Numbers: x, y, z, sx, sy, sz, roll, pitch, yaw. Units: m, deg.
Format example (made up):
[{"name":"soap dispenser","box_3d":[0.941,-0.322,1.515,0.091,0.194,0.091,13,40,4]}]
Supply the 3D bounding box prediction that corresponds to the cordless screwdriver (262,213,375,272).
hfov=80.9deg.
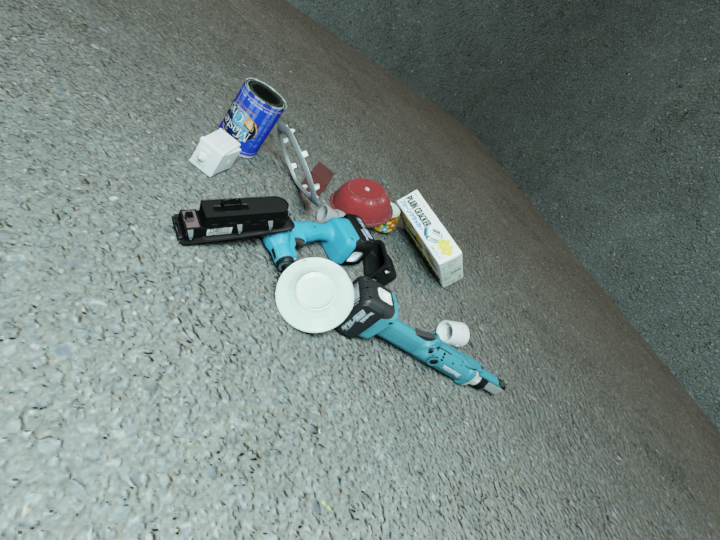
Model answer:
[{"name":"cordless screwdriver","box_3d":[-0.081,-0.053,0.829,0.236,0.075,0.166,6,46,-39]}]

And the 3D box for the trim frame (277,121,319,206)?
[{"name":"trim frame","box_3d":[-0.132,-0.225,0.900,0.260,0.027,0.178,-134,-155,-60]}]

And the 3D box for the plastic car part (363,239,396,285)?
[{"name":"plastic car part","box_3d":[0.048,-0.012,0.943,0.068,0.067,0.120,45,23,-28]}]

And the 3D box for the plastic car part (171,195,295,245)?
[{"name":"plastic car part","box_3d":[-0.202,-0.093,0.702,0.195,0.066,0.070,-7,46,-33]}]

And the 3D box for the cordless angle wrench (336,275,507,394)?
[{"name":"cordless angle wrench","box_3d":[0.134,0.151,0.806,0.405,0.099,0.077,33,32,-24]}]
